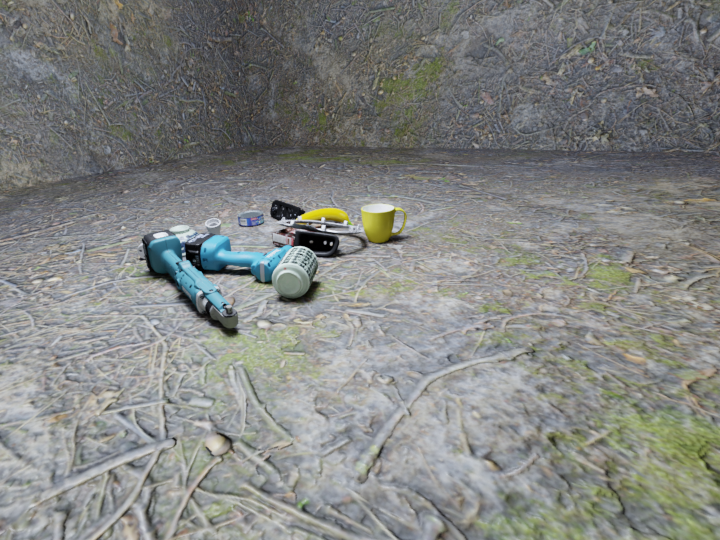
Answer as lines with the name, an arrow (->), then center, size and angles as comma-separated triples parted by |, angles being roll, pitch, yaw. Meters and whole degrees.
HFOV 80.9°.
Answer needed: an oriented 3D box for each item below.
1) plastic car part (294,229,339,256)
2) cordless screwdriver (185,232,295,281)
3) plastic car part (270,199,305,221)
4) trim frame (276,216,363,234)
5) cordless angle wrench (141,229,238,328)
plastic car part -> -0.107, -0.070, 1.092 | 0.119, 0.065, 0.070 | 5, 8, 10
cordless screwdriver -> -0.288, -0.040, 1.027 | 0.257, 0.073, 0.157 | 8, 24, 18
plastic car part -> -0.233, -0.190, 1.384 | 0.064, 0.065, 0.215 | -7, 20, -38
trim frame -> -0.108, -0.124, 1.148 | 0.260, 0.027, 0.178 | 13, 16, 27
cordless angle wrench -> -0.361, 0.018, 0.892 | 0.072, 0.095, 0.448 | -18, 31, -35
